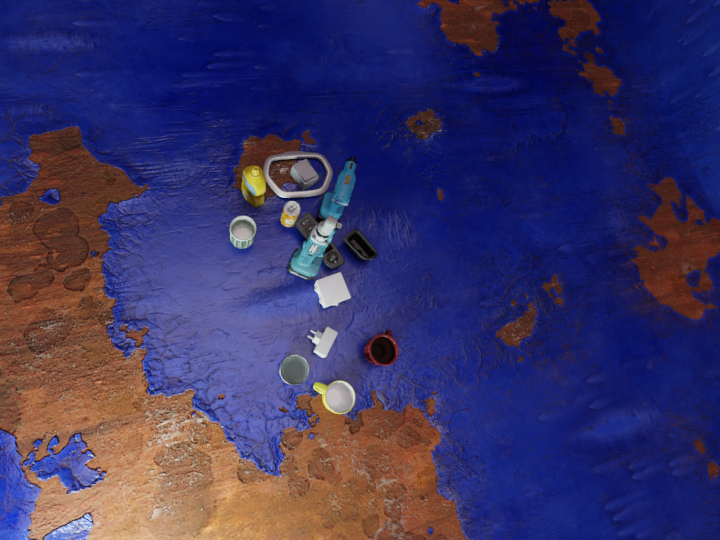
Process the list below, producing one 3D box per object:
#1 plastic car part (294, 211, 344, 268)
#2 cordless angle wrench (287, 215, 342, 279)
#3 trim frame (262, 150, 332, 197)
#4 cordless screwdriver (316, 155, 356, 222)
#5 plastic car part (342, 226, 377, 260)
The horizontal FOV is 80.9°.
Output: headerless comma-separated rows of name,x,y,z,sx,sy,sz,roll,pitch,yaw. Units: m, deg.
plastic car part,-0.135,-0.088,1.376,0.065,0.067,0.206,-37,83,-21
cordless angle wrench,-0.128,-0.065,1.178,0.097,0.425,0.075,24,70,-9
trim frame,-0.215,-0.336,1.462,0.243,0.027,0.188,-9,74,-15
cordless screwdriver,-0.070,-0.244,1.344,0.073,0.250,0.161,18,70,-11
plastic car part,-0.004,-0.073,1.396,0.065,0.071,0.118,-39,85,-22
